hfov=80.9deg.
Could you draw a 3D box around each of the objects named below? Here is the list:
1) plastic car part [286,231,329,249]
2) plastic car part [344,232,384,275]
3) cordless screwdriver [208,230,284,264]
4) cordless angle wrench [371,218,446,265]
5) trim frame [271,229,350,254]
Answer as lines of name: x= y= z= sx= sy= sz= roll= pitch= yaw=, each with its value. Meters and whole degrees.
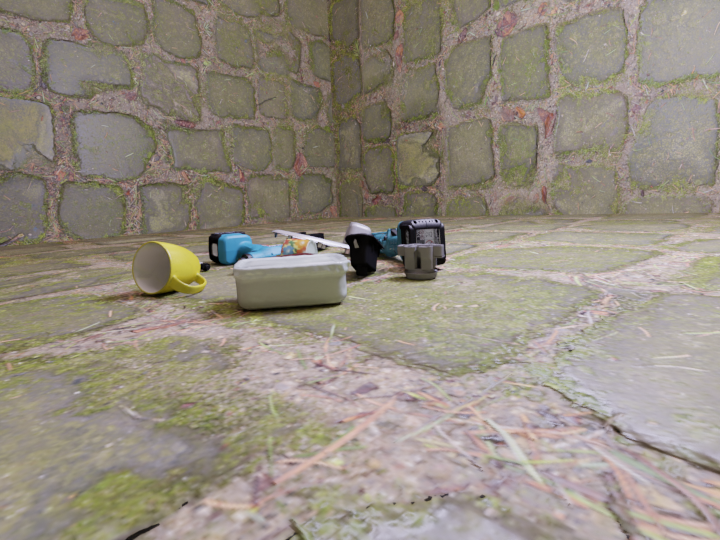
plastic car part: x=-0.161 y=-0.078 z=1.216 sx=0.069 sy=0.067 sz=0.195 roll=-6 pitch=3 yaw=31
plastic car part: x=0.004 y=-0.025 z=0.796 sx=0.067 sy=0.071 sz=0.113 roll=-1 pitch=-8 yaw=13
cordless screwdriver: x=-0.279 y=-0.043 z=1.000 sx=0.262 sy=0.073 sz=0.153 roll=10 pitch=15 yaw=40
cordless angle wrench: x=0.072 y=-0.066 z=1.009 sx=0.073 sy=0.097 sz=0.433 roll=-4 pitch=5 yaw=-15
trim frame: x=-0.102 y=-0.067 z=1.042 sx=0.237 sy=0.027 sz=0.193 roll=10 pitch=4 yaw=-30
